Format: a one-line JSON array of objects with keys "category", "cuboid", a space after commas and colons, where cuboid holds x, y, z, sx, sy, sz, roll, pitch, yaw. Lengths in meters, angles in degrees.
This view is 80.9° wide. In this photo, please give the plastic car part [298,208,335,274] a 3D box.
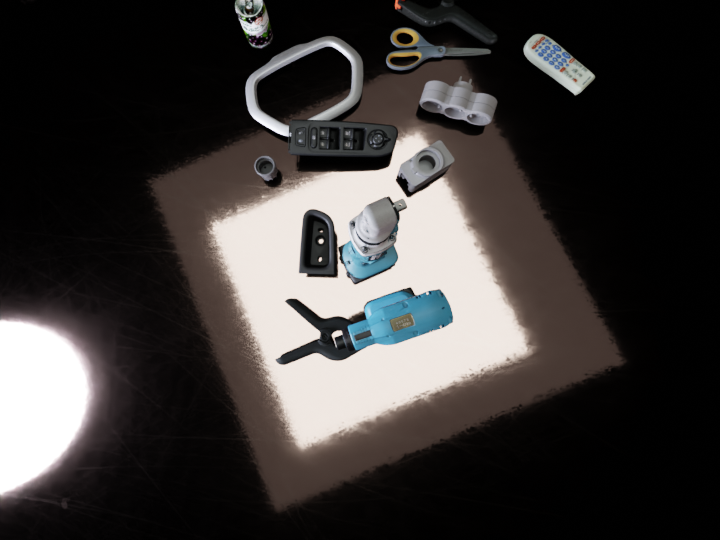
[{"category": "plastic car part", "cuboid": [-0.076, -0.050, 0.780, 0.066, 0.070, 0.117, 1, 83, 2]}]

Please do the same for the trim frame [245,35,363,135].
[{"category": "trim frame", "cuboid": [-0.111, -0.372, 0.847, 0.248, 0.027, 0.187, -29, 81, 1]}]

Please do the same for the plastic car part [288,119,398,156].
[{"category": "plastic car part", "cuboid": [-0.033, -0.243, 0.804, 0.205, 0.066, 0.067, 2, 84, 5]}]

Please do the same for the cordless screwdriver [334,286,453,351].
[{"category": "cordless screwdriver", "cuboid": [0.040, 0.080, 0.665, 0.159, 0.246, 0.075, -19, 86, -1]}]

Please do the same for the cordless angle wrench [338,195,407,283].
[{"category": "cordless angle wrench", "cuboid": [0.014, -0.038, 0.596, 0.098, 0.418, 0.075, -24, 86, -2]}]
